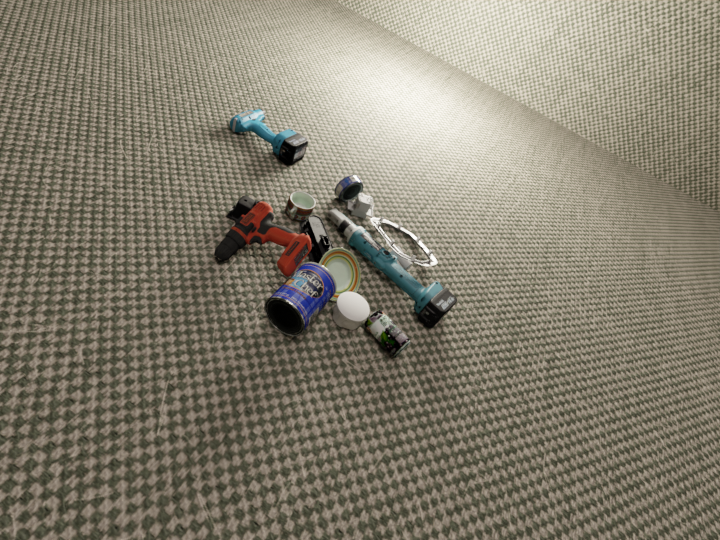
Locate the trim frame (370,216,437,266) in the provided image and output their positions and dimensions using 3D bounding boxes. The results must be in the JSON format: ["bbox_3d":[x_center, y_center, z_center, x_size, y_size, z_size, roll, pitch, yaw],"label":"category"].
[{"bbox_3d":[0.121,-0.086,1.200,0.176,0.027,0.261,12,29,-28],"label":"trim frame"}]

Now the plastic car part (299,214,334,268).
[{"bbox_3d":[-0.108,-0.071,1.103,0.064,0.066,0.213,-7,50,-24],"label":"plastic car part"}]

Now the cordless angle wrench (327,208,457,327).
[{"bbox_3d":[0.061,-0.029,1.136,0.439,0.073,0.095,43,45,20],"label":"cordless angle wrench"}]

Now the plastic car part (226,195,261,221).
[{"bbox_3d":[-0.277,-0.153,1.092,0.117,0.070,0.066,26,44,2],"label":"plastic car part"}]

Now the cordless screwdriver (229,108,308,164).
[{"bbox_3d":[-0.283,-0.449,1.374,0.255,0.073,0.157,32,43,11],"label":"cordless screwdriver"}]
